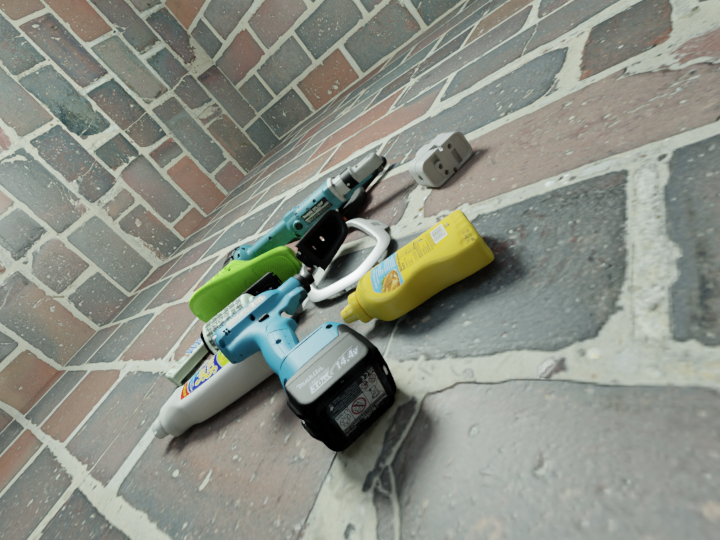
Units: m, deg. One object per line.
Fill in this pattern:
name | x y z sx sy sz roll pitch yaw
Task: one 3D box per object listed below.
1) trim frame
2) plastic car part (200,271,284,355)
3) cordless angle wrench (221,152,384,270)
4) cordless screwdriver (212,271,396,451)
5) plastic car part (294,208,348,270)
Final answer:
trim frame | -0.032 -0.026 0.741 0.184 0.026 0.257 -44 22 -1
plastic car part | -0.222 0.080 0.807 0.204 0.065 0.068 -39 12 7
cordless angle wrench | -0.126 -0.103 0.887 0.429 0.094 0.076 -36 25 24
cordless screwdriver | -0.062 0.078 0.492 0.157 0.071 0.262 -41 33 -22
plastic car part | -0.074 -0.048 0.758 0.072 0.065 0.116 -38 14 50
